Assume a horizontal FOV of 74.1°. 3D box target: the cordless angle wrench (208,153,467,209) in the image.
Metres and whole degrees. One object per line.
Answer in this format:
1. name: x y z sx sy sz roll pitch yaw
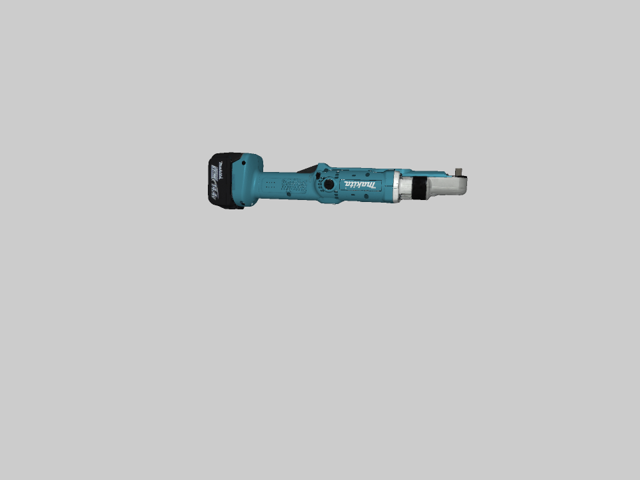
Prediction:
1. cordless angle wrench: 0.019 -0.093 0.702 0.423 0.098 0.074 4 5 16
